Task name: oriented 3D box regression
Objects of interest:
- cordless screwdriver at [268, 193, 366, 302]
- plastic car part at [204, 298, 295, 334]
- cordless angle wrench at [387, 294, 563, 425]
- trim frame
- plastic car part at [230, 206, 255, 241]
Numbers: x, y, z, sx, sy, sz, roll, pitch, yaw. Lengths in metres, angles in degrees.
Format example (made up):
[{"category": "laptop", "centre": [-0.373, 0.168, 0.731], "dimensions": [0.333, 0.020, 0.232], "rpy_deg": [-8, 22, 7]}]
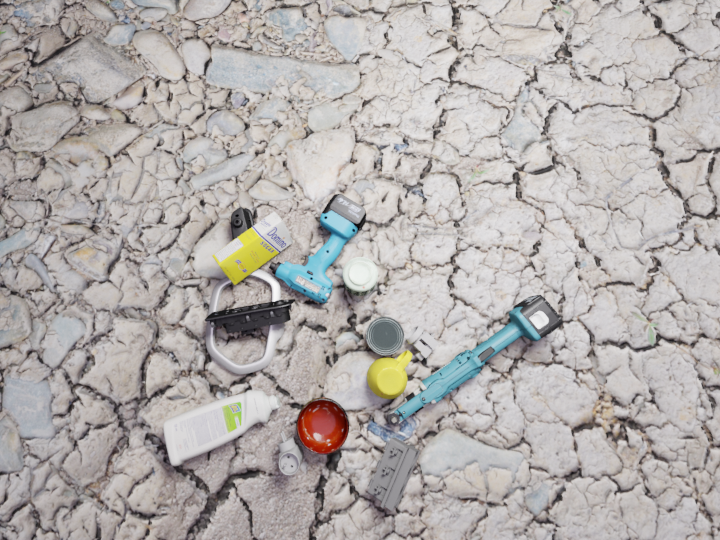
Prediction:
[{"category": "cordless screwdriver", "centre": [-0.098, -0.064, 1.004], "dimensions": [0.162, 0.073, 0.249], "rpy_deg": [27, 84, 7]}, {"category": "plastic car part", "centre": [-0.243, 0.106, 0.959], "dimensions": [0.203, 0.066, 0.067], "rpy_deg": [-14, 89, 0]}, {"category": "cordless angle wrench", "centre": [0.233, 0.205, 0.919], "dimensions": [0.423, 0.096, 0.076], "rpy_deg": [-35, 81, 0]}, {"category": "trim frame", "centre": [-0.271, 0.116, 0.999], "dimensions": [0.186, 0.027, 0.252], "rpy_deg": [2, 76, 5]}, {"category": "plastic car part", "centre": [-0.289, -0.102, 1.026], "dimensions": [0.066, 0.070, 0.118], "rpy_deg": [-13, 81, -2]}]
